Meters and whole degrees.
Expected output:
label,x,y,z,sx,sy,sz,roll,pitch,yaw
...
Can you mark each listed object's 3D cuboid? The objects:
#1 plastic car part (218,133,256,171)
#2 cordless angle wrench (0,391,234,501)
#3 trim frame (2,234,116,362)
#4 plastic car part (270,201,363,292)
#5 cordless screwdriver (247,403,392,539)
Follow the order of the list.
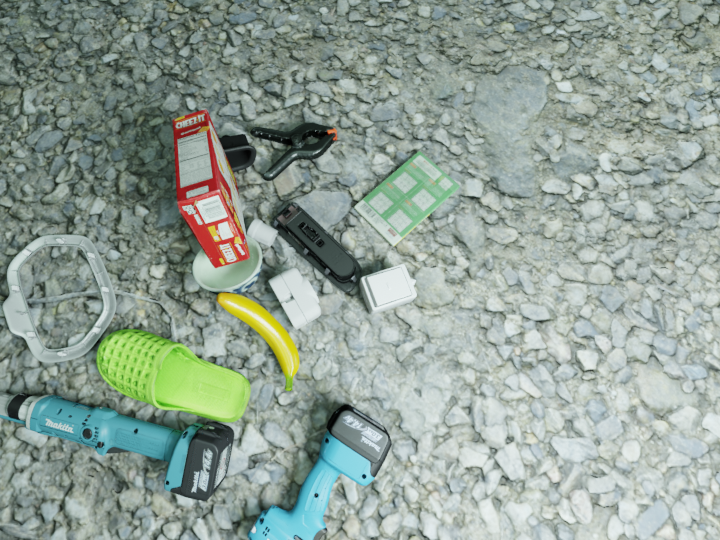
label,x,y,z,sx,sy,sz,roll,pitch,yaw
plastic car part,-0.267,-0.235,0.832,0.115,0.064,0.074,-18,61,-8
cordless angle wrench,-0.416,0.253,0.673,0.430,0.073,0.098,11,89,9
trim frame,-0.549,0.043,0.767,0.183,0.027,0.255,-29,76,-6
plastic car part,-0.075,-0.049,0.765,0.066,0.066,0.207,-42,79,-19
cordless screwdriver,-0.036,0.343,0.634,0.163,0.073,0.248,34,80,10
